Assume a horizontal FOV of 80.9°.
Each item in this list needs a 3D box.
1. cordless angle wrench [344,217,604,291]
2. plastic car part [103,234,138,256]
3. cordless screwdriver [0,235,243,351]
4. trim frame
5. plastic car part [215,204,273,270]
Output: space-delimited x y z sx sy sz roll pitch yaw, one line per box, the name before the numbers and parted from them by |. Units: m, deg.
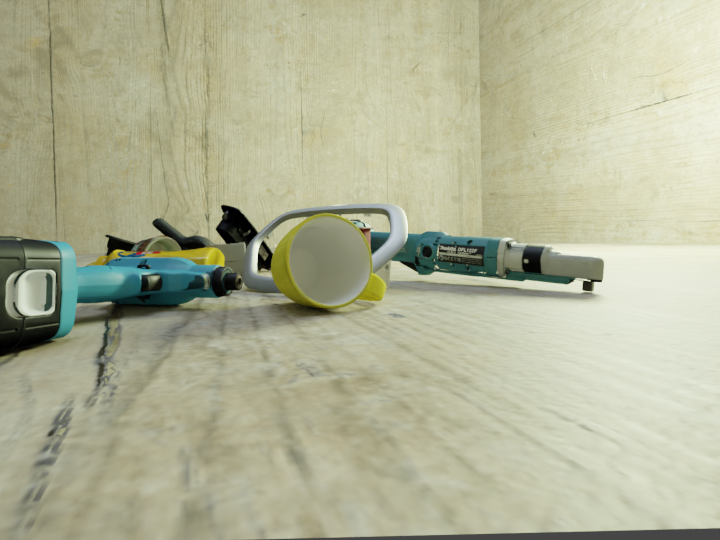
cordless angle wrench | 0.111 -0.025 0.623 0.445 0.098 0.071 8 5 44
plastic car part | -0.407 -0.017 0.754 0.069 0.071 0.110 7 -6 39
cordless screwdriver | -0.220 0.013 0.358 0.163 0.074 0.243 0 1 12
trim frame | -0.056 -0.036 0.570 0.259 0.185 0.026 -1 -44 32
plastic car part | -0.224 -0.052 0.812 0.069 0.067 0.194 28 -25 24
